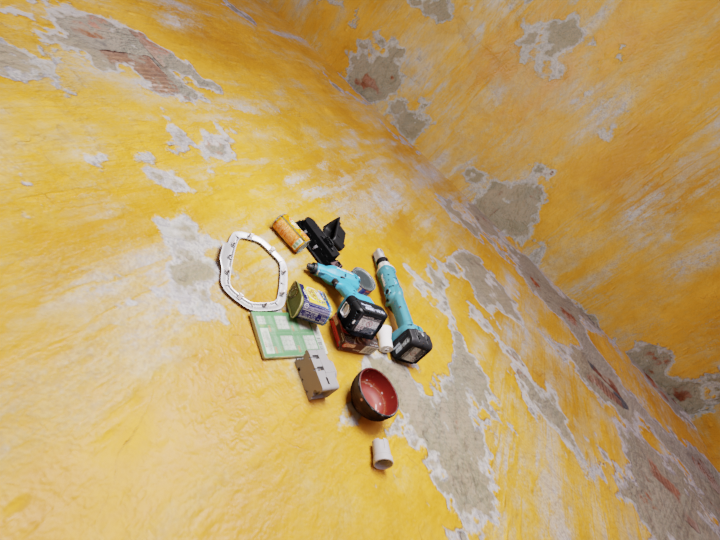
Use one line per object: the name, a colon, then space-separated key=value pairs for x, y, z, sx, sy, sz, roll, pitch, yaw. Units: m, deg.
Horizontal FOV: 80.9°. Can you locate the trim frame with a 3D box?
trim frame: x=-0.249 y=-0.004 z=0.999 sx=0.177 sy=0.028 sz=0.257 roll=26 pitch=35 yaw=-24

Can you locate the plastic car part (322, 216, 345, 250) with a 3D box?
plastic car part: x=-0.076 y=-0.099 z=1.304 sx=0.068 sy=0.067 sz=0.120 roll=44 pitch=29 yaw=-30

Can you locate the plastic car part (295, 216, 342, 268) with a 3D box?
plastic car part: x=-0.119 y=-0.078 z=1.219 sx=0.209 sy=0.067 sz=0.064 roll=49 pitch=37 yaw=16

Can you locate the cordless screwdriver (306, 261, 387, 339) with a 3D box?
cordless screwdriver: x=-0.043 y=0.060 z=1.063 sx=0.152 sy=0.074 sz=0.261 roll=21 pitch=18 yaw=-28

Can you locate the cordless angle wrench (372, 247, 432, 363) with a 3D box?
cordless angle wrench: x=0.098 y=0.074 z=1.252 sx=0.071 sy=0.098 sz=0.441 roll=22 pitch=32 yaw=-29
